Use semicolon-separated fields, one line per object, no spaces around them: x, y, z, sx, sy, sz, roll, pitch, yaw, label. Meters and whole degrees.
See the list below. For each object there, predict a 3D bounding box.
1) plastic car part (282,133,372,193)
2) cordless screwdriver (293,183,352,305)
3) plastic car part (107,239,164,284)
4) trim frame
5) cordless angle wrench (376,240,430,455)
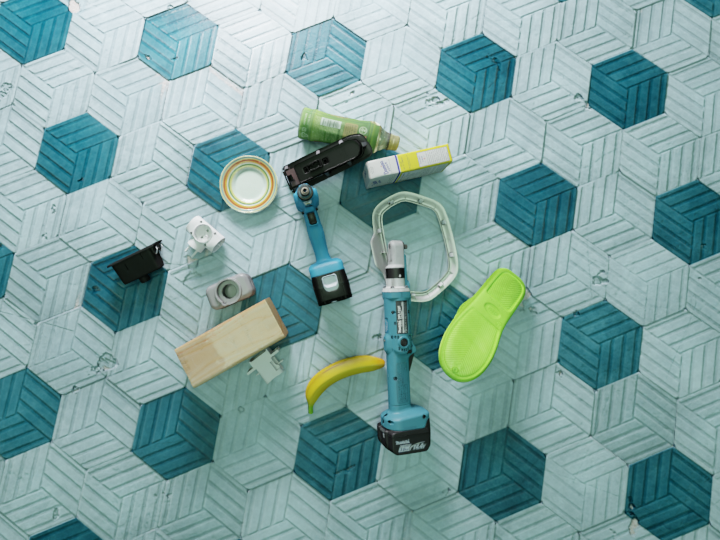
-0.076;-0.233;0.902;0.206;0.066;0.066;-21;91;14;plastic car part
-0.085;-0.056;0.868;0.074;0.159;0.250;-16;88;-5;cordless screwdriver
-0.478;-0.010;0.920;0.116;0.067;0.070;-29;102;0;plastic car part
0.116;-0.054;0.932;0.184;0.027;0.249;-11;87;0;trim frame
0.080;0.148;0.877;0.095;0.076;0.425;0;85;-19;cordless angle wrench
